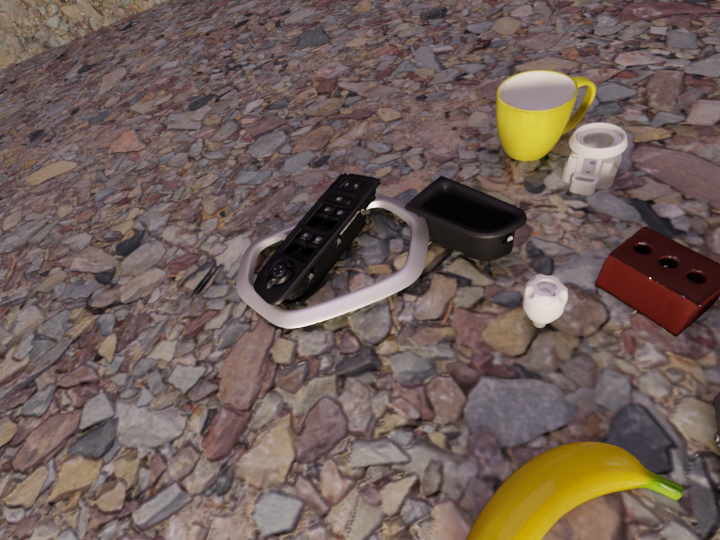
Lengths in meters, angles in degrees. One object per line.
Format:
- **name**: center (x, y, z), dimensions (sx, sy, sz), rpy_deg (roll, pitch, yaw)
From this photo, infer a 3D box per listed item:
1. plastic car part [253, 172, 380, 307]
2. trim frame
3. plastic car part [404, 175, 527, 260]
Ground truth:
- **plastic car part**: center (-0.050, -0.033, 0.514), dimensions (0.070, 0.064, 0.202), rpy_deg (23, 61, 32)
- **trim frame**: center (-0.036, -0.020, 0.523), dimensions (0.248, 0.026, 0.193), rpy_deg (-23, 48, -2)
- **plastic car part**: center (0.117, -0.046, 0.468), dimensions (0.065, 0.068, 0.123), rpy_deg (-40, 51, -18)
